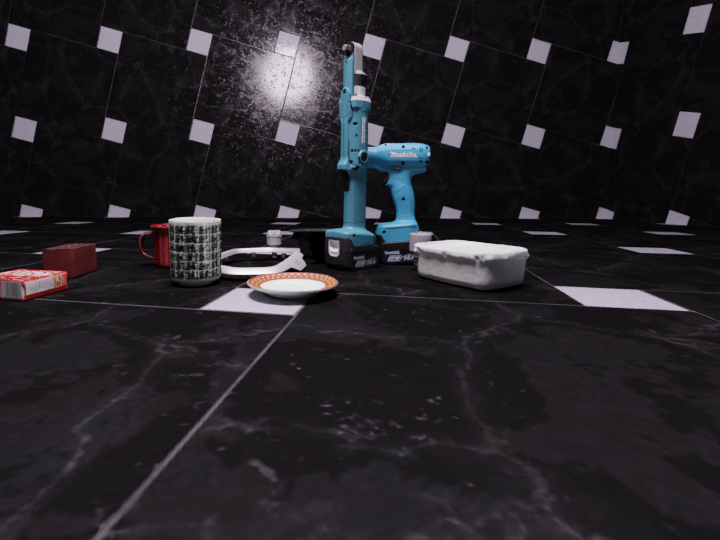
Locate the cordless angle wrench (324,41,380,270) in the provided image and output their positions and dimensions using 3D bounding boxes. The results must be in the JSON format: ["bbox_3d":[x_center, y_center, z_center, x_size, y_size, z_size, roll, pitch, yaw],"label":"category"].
[{"bbox_3d":[-0.014,-0.215,0.812,0.093,0.419,0.078,-5,9,-43],"label":"cordless angle wrench"}]

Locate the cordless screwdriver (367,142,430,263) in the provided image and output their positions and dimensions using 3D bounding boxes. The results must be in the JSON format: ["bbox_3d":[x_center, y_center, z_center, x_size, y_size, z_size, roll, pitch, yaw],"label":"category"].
[{"bbox_3d":[0.059,-0.140,0.887,0.161,0.247,0.074,2,7,5],"label":"cordless screwdriver"}]

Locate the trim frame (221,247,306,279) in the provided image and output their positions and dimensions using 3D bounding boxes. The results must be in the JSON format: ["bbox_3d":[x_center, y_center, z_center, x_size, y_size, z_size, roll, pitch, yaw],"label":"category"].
[{"bbox_3d":[-0.199,-0.017,0.811,0.186,0.027,0.248,1,10,5],"label":"trim frame"}]

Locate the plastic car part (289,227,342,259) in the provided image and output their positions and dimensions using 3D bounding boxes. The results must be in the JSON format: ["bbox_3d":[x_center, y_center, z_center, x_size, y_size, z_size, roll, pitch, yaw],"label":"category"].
[{"bbox_3d":[-0.091,-0.059,0.930,0.121,0.070,0.064,5,9,26],"label":"plastic car part"}]
